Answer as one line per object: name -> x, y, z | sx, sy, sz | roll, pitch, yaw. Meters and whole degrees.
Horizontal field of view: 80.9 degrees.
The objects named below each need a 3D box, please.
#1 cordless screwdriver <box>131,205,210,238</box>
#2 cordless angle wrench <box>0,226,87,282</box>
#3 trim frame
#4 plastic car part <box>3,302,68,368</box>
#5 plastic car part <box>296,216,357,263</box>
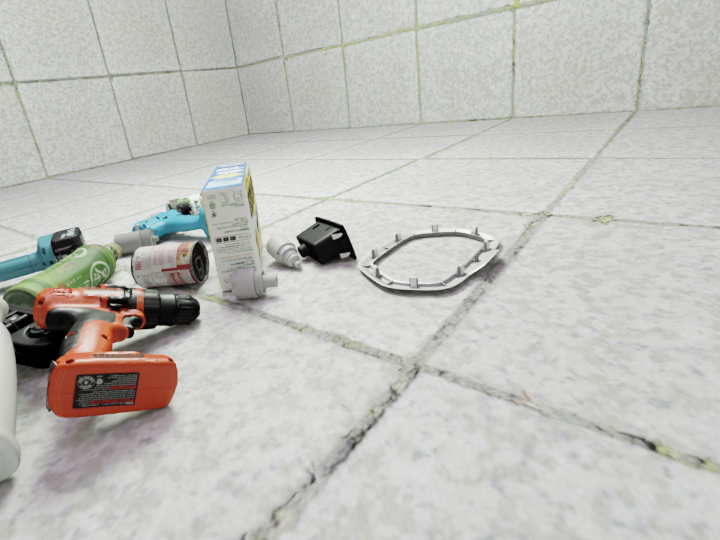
cordless screwdriver -> -0.357, -0.115, 0.934 | 0.255, 0.072, 0.160 | -5, 23, 15
cordless angle wrench -> -0.710, 0.023, 0.740 | 0.413, 0.072, 0.103 | -21, 26, -22
trim frame -> 0.108, -0.028, 0.643 | 0.194, 0.027, 0.242 | 12, 29, 36
plastic car part -> -0.436, 0.080, 0.517 | 0.208, 0.066, 0.066 | 3, 17, 15
plastic car part -> -0.069, -0.045, 0.708 | 0.070, 0.063, 0.122 | -32, 28, -20
